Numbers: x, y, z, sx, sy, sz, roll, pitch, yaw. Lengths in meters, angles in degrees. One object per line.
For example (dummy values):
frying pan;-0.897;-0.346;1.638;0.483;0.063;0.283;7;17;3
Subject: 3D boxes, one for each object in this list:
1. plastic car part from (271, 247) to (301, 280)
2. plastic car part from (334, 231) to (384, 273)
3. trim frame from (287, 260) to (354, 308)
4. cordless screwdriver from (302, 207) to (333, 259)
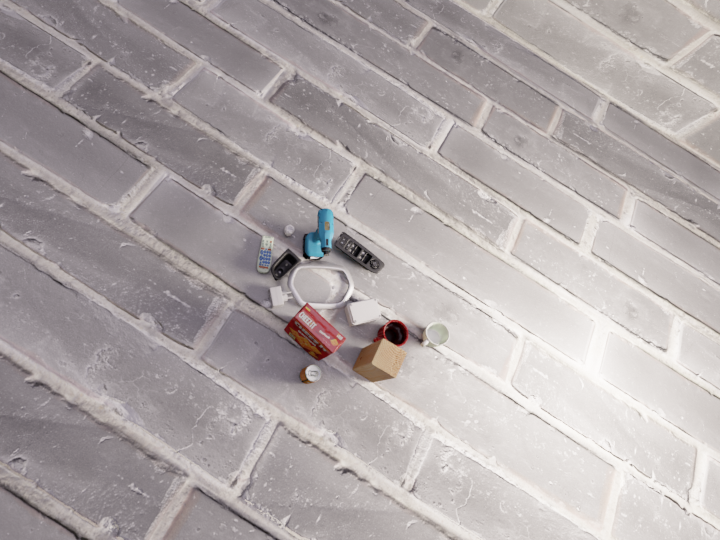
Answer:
plastic car part;-0.275;-0.010;1.495;0.066;0.071;0.115;41;65;1
plastic car part;-0.007;-0.055;1.578;0.203;0.067;0.066;34;65;1
trim frame;-0.142;0.050;1.527;0.243;0.027;0.188;1;69;-13
cordless screwdriver;-0.143;-0.093;1.462;0.072;0.249;0.162;4;70;-17
